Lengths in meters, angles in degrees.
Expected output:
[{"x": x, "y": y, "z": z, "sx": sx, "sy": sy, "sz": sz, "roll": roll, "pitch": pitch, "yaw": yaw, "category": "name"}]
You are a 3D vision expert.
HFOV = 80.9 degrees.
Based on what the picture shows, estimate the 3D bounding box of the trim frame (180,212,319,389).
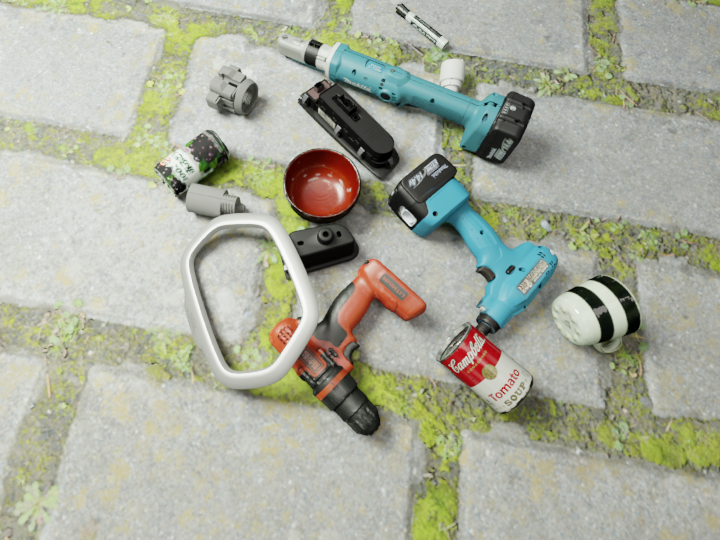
[{"x": -0.157, "y": 0.031, "z": 0.564, "sx": 0.185, "sy": 0.026, "sz": 0.257, "roll": -30, "pitch": 69, "yaw": 6, "category": "trim frame"}]

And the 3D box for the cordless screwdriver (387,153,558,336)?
[{"x": 0.144, "y": -0.038, "z": 0.609, "sx": 0.252, "sy": 0.074, "sz": 0.158, "roll": 44, "pitch": 75, "yaw": 7, "category": "cordless screwdriver"}]

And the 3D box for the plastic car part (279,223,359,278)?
[{"x": -0.059, "y": -0.038, "z": 0.600, "sx": 0.116, "sy": 0.070, "sz": 0.067, "roll": -14, "pitch": 76, "yaw": -5, "category": "plastic car part"}]

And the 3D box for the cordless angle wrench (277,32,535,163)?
[{"x": 0.053, "y": -0.300, "z": 0.684, "sx": 0.431, "sy": 0.096, "sz": 0.074, "roll": 26, "pitch": 76, "yaw": 9, "category": "cordless angle wrench"}]

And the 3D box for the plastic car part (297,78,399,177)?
[{"x": -0.012, "y": -0.237, "z": 0.675, "sx": 0.065, "sy": 0.067, "sz": 0.207, "roll": -37, "pitch": 80, "yaw": -22, "category": "plastic car part"}]
